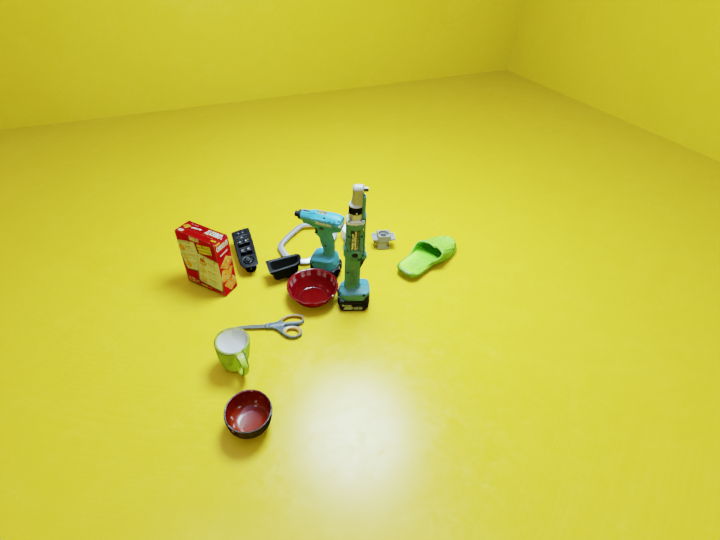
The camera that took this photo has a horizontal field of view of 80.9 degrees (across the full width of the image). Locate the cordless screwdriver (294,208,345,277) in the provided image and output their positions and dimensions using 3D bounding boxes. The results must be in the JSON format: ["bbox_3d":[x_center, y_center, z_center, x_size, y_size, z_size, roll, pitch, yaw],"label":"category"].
[{"bbox_3d":[-0.133,-0.087,1.363,0.164,0.241,0.074,15,41,16],"label":"cordless screwdriver"}]

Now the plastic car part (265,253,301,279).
[{"bbox_3d":[-0.249,-0.004,1.401,0.114,0.069,0.069,-14,42,-16],"label":"plastic car part"}]

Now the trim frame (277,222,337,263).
[{"bbox_3d":[-0.191,-0.104,1.550,0.192,0.027,0.246,19,44,22],"label":"trim frame"}]

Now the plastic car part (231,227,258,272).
[{"bbox_3d":[-0.402,-0.064,1.479,0.065,0.065,0.214,-13,42,-17],"label":"plastic car part"}]

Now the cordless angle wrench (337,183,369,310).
[{"bbox_3d":[-0.016,-0.057,1.193,0.098,0.410,0.077,1,39,-2],"label":"cordless angle wrench"}]
